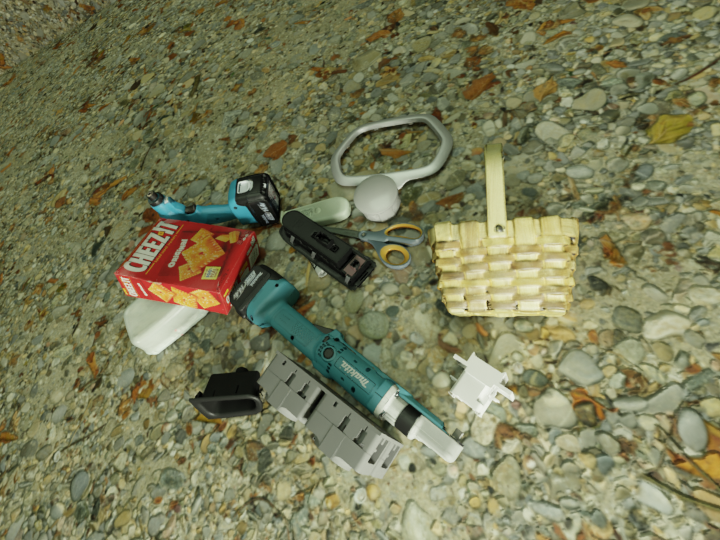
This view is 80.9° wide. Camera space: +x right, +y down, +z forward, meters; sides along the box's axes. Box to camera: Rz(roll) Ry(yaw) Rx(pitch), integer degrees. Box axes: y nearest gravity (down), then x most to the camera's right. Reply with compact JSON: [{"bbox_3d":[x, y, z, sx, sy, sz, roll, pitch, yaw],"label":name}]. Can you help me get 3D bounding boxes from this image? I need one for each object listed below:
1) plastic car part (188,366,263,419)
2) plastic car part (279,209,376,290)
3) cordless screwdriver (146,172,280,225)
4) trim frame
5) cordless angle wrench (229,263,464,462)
[{"bbox_3d":[-0.206,0.194,0.690,0.119,0.063,0.073,-13,43,13],"label":"plastic car part"},{"bbox_3d":[-0.073,-0.048,0.749,0.214,0.064,0.066,33,79,30],"label":"plastic car part"},{"bbox_3d":[-0.298,-0.136,0.867,0.254,0.151,0.077,-12,57,15],"label":"cordless screwdriver"},{"bbox_3d":[0.055,-0.235,0.839,0.257,0.026,0.187,-2,60,22],"label":"trim frame"},{"bbox_3d":[-0.039,0.130,0.642,0.446,0.070,0.098,32,78,33],"label":"cordless angle wrench"}]
